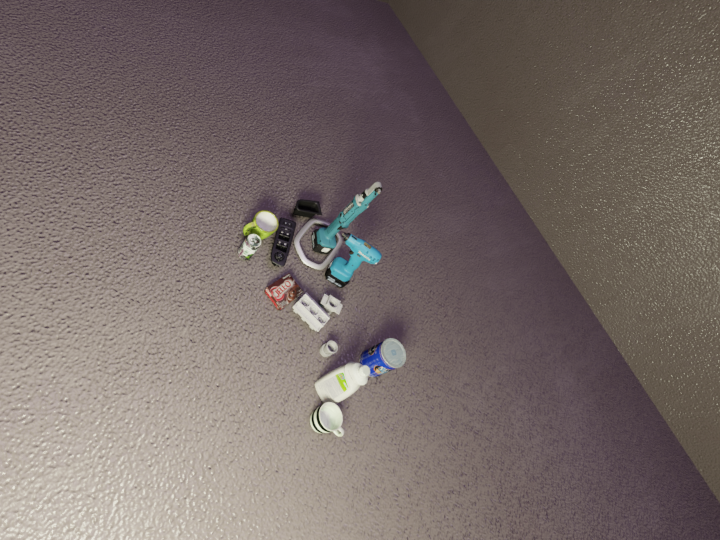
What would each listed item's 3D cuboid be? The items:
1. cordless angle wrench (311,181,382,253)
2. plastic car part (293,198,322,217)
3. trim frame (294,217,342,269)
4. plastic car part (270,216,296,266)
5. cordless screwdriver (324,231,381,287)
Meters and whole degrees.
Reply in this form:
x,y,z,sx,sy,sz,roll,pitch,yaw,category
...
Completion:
x,y,z,sx,sy,sz,roll,pitch,yaw,category
-0.051,-0.195,1.545,0.071,0.429,0.101,11,59,-31,cordless angle wrench
-0.224,-0.243,1.706,0.111,0.072,0.068,2,62,-33,plastic car part
-0.165,-0.108,1.686,0.182,0.028,0.248,38,48,-6,trim frame
-0.295,-0.098,1.568,0.064,0.068,0.208,22,52,-22,plastic car part
-0.053,-0.041,1.563,0.156,0.252,0.075,37,49,-12,cordless screwdriver
